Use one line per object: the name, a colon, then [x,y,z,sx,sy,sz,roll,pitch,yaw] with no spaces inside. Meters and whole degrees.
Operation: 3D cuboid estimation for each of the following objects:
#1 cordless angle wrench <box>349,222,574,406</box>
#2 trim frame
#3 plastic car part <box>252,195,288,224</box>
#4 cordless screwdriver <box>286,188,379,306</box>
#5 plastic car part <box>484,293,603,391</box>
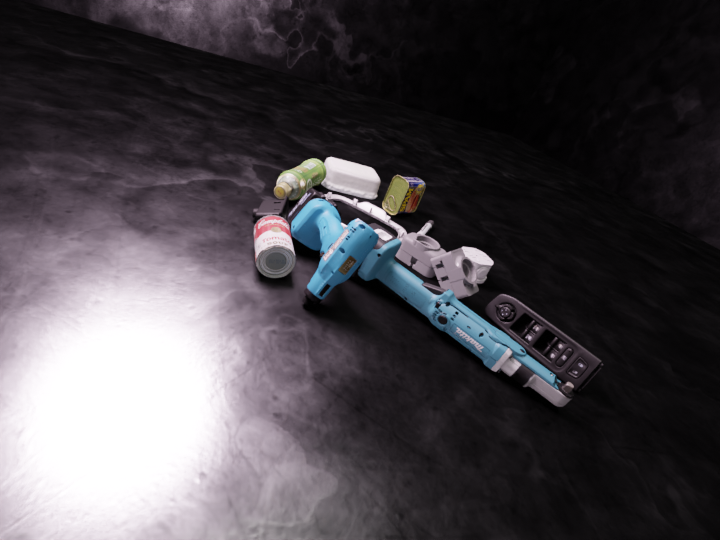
cordless angle wrench: [0.149,0.072,0.716,0.441,0.097,0.072,38,33,22]
trim frame: [-0.002,-0.128,1.014,0.258,0.027,0.180,28,30,19]
plastic car part: [-0.183,-0.111,0.854,0.070,0.064,0.120,1,29,-5]
cordless screwdriver: [-0.074,-0.048,0.754,0.071,0.159,0.261,36,7,-31]
plastic car part: [0.323,0.116,0.760,0.064,0.066,0.214,2,32,-49]
